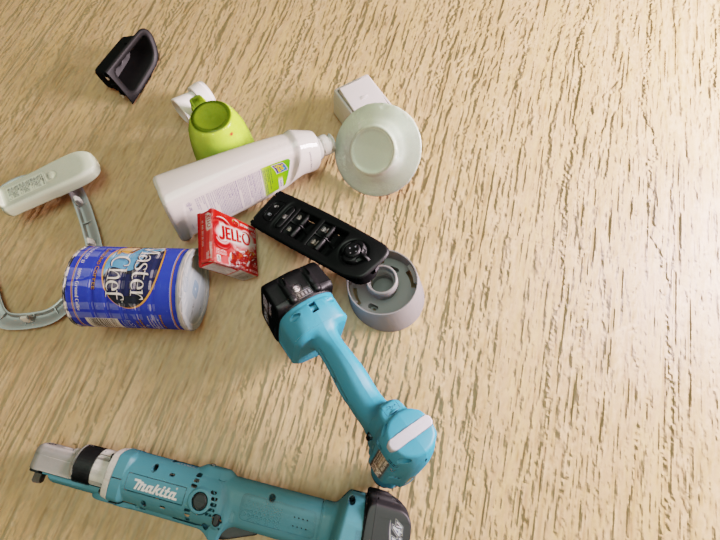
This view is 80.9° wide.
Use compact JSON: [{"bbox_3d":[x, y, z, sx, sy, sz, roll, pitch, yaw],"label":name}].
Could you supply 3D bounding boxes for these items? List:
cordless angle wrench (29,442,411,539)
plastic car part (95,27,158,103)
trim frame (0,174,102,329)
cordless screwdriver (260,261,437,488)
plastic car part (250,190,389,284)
[{"bbox_3d":[-0.165,0.249,0.459,0.429,0.072,0.099,10,70,8],"label":"cordless angle wrench"},{"bbox_3d":[-0.392,-0.344,0.700,0.073,0.063,0.118,8,66,17],"label":"plastic car part"},{"bbox_3d":[-0.467,-0.037,0.599,0.183,0.027,0.256,-26,72,-7],"label":"trim frame"},{"bbox_3d":[-0.024,0.121,0.479,0.073,0.155,0.261,-25,57,-25],"label":"cordless screwdriver"},{"bbox_3d":[-0.054,-0.035,0.548,0.215,0.064,0.066,26,61,37],"label":"plastic car part"}]
